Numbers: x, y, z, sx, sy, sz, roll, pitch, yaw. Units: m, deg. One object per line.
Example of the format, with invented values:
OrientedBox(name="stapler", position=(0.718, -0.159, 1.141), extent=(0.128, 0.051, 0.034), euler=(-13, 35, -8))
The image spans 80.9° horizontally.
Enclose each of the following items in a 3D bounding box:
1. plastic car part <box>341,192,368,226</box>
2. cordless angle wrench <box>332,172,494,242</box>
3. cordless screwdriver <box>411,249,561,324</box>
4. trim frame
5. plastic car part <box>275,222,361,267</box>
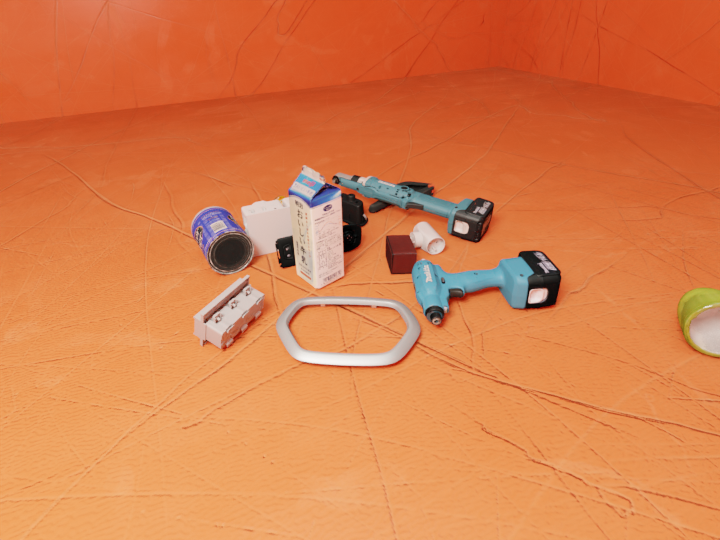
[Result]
OrientedBox(name="plastic car part", position=(-0.029, -0.165, 1.089), extent=(0.064, 0.069, 0.123), euler=(-30, 39, -35))
OrientedBox(name="cordless angle wrench", position=(0.110, -0.185, 1.073), extent=(0.444, 0.072, 0.096), euler=(23, 44, 28))
OrientedBox(name="cordless screwdriver", position=(0.226, 0.035, 0.766), extent=(0.251, 0.072, 0.163), euler=(-4, 33, 5))
OrientedBox(name="trim frame", position=(-0.023, 0.097, 0.732), extent=(0.251, 0.026, 0.188), euler=(-2, 34, 5))
OrientedBox(name="plastic car part", position=(-0.093, -0.061, 0.952), extent=(0.199, 0.066, 0.069), euler=(-14, 9, -14))
